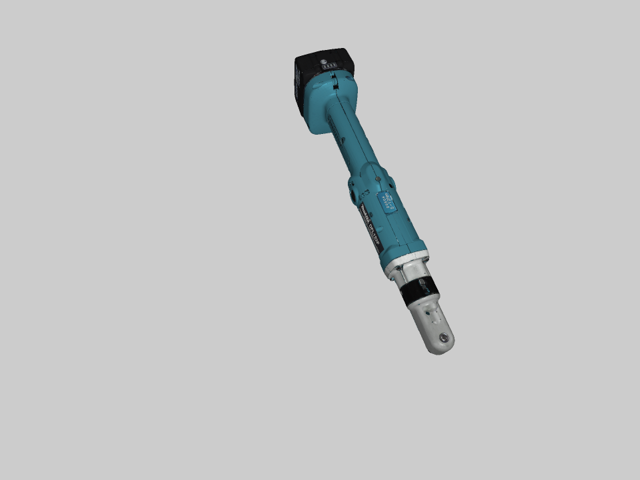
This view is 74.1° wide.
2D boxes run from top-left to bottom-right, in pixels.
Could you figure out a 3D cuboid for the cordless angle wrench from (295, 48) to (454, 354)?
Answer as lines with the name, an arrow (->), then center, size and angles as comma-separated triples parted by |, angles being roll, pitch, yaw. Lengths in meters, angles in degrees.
cordless angle wrench -> 0.065, -0.062, 0.534 | 0.074, 0.422, 0.098 | -16, -23, -11
